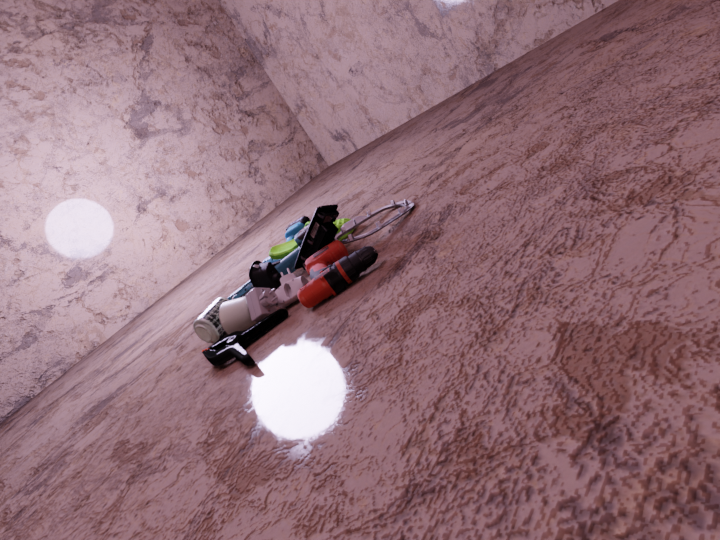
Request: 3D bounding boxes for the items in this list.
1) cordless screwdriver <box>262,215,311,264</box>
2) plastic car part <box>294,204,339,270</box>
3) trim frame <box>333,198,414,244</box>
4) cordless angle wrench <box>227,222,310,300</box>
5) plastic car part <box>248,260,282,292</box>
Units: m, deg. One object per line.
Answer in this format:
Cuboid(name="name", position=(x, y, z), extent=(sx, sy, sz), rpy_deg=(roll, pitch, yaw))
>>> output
Cuboid(name="cordless screwdriver", position=(-0.215, -0.095, 1.405), extent=(0.164, 0.072, 0.250), rpy_deg=(-23, 24, 32))
Cuboid(name="plastic car part", position=(-0.101, -0.066, 1.034), extent=(0.064, 0.070, 0.202), rpy_deg=(-21, -28, -47))
Cuboid(name="trim frame", position=(0.026, -0.126, 1.069), extent=(0.244, 0.027, 0.192), rpy_deg=(-36, 19, -25))
Cuboid(name="cordless angle wrench", position=(-0.257, 0.023, 1.169), extent=(0.427, 0.096, 0.075), rpy_deg=(-36, 14, 13))
Cuboid(name="plastic car part", position=(-0.213, 0.028, 1.018), extent=(0.074, 0.113, 0.065), rpy_deg=(-12, 25, 40))
